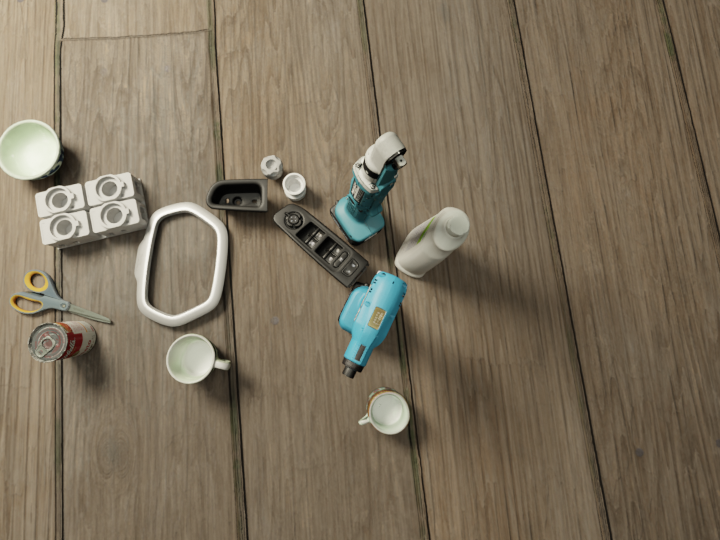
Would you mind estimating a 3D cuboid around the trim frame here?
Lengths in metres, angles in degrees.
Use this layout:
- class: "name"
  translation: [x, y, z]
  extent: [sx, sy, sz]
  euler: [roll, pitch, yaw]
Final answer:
- class: "trim frame"
  translation: [-0.356, -0.015, 0.836]
  extent: [0.184, 0.027, 0.250]
  euler: [3, 82, 0]

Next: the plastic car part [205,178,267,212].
- class: "plastic car part"
  translation: [-0.239, -0.142, 0.834]
  extent: [0.116, 0.070, 0.066]
  euler: [0, 83, -2]

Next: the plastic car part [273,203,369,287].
- class: "plastic car part"
  translation: [-0.081, -0.053, 0.824]
  extent: [0.205, 0.066, 0.066]
  euler: [41, 83, 5]

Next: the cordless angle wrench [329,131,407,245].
- class: "cordless angle wrench"
  translation: [0.010, -0.119, 0.656]
  extent: [0.074, 0.422, 0.099]
  euler: [-33, 89, -8]

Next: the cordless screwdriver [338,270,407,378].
- class: "cordless screwdriver"
  translation: [0.005, 0.089, 0.712]
  extent: [0.074, 0.248, 0.159]
  euler: [26, 83, -3]
